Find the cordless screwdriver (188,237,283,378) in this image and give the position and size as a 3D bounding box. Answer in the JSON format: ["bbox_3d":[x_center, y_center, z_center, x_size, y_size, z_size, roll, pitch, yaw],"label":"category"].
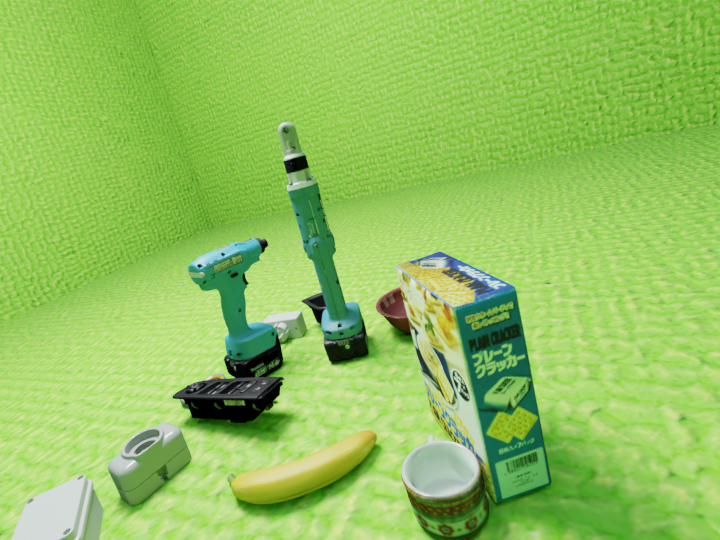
[{"bbox_3d":[-0.208,0.068,0.789,0.078,0.244,0.155,-2,20,44],"label":"cordless screwdriver"}]

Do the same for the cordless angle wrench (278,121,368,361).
[{"bbox_3d":[-0.072,-0.047,0.739,0.075,0.415,0.099,-14,13,5],"label":"cordless angle wrench"}]

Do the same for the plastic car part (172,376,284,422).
[{"bbox_3d":[-0.211,0.205,0.671,0.211,0.066,0.065,-6,18,29],"label":"plastic car part"}]

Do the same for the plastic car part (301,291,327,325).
[{"bbox_3d":[-0.069,0.091,0.886,0.064,0.069,0.121,-21,17,-20],"label":"plastic car part"}]
